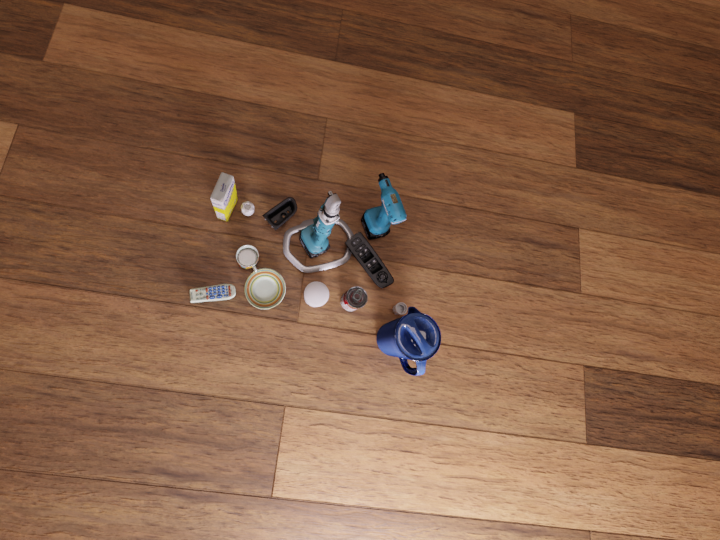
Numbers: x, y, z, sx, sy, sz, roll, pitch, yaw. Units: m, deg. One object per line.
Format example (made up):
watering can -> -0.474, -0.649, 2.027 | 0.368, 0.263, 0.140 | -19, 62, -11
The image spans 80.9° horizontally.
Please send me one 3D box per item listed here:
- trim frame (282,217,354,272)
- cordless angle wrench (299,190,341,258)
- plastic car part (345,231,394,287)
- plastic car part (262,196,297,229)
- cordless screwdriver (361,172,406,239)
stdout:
trim frame -> -0.138, -0.090, 1.413 | 0.244, 0.027, 0.187 | -16, 78, -12
cordless angle wrench -> -0.109, -0.130, 1.222 | 0.073, 0.424, 0.099 | -28, 86, -17
plastic car part -> 0.028, -0.027, 1.400 | 0.065, 0.067, 0.205 | -36, 83, -17
plastic car part -> -0.259, -0.184, 1.398 | 0.115, 0.071, 0.066 | -41, 87, -17
cordless screwdriver -> 0.065, -0.198, 1.357 | 0.073, 0.249, 0.162 | -16, 82, -16
